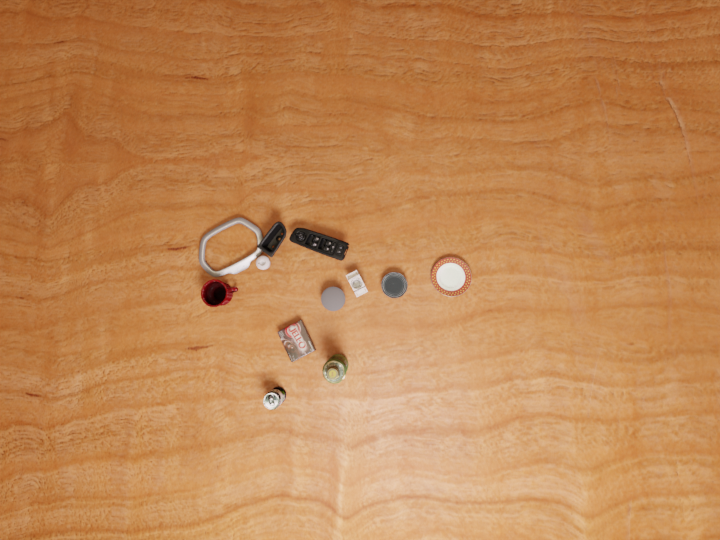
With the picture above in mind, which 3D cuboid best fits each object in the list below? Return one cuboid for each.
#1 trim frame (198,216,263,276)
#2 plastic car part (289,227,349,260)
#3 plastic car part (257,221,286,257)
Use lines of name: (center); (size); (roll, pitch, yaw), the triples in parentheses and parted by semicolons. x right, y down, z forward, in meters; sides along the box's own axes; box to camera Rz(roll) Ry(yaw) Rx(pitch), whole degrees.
trim frame: (-0.460, -0.080, 1.497); (0.249, 0.027, 0.187); (-28, 79, 2)
plastic car part: (-0.141, -0.092, 1.441); (0.207, 0.066, 0.066); (20, 85, 9)
plastic car part: (-0.292, -0.107, 1.459); (0.067, 0.070, 0.116); (35, 87, 7)
